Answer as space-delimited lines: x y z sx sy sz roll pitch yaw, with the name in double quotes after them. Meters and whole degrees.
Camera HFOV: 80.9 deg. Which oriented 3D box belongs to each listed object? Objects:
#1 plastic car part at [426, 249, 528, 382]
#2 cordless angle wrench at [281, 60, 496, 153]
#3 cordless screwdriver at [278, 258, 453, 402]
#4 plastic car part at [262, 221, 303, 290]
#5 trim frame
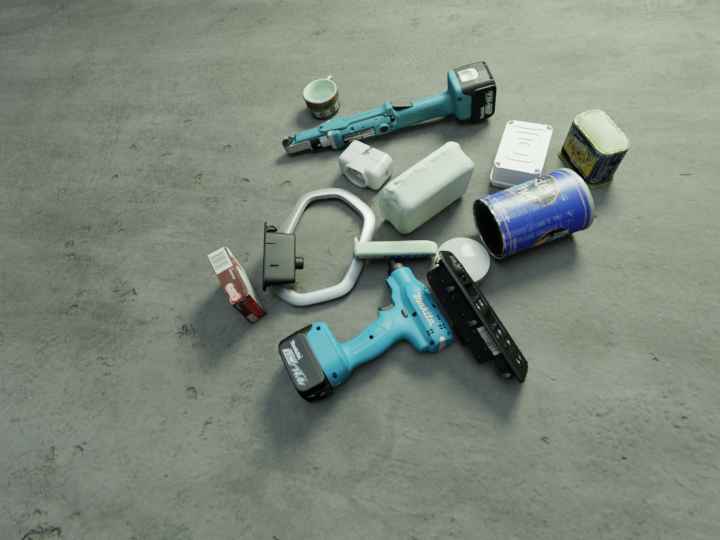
0.160 0.063 0.608 0.068 0.064 0.206 -34 79 37 "plastic car part"
0.044 -0.305 0.853 0.430 0.093 0.077 -12 61 11 "cordless angle wrench"
-0.004 0.087 0.653 0.247 0.071 0.166 -24 59 -5 "cordless screwdriver"
-0.134 -0.019 0.728 0.070 0.064 0.120 -4 64 -7 "plastic car part"
-0.075 -0.049 0.770 0.190 0.026 0.251 11 67 18 "trim frame"
